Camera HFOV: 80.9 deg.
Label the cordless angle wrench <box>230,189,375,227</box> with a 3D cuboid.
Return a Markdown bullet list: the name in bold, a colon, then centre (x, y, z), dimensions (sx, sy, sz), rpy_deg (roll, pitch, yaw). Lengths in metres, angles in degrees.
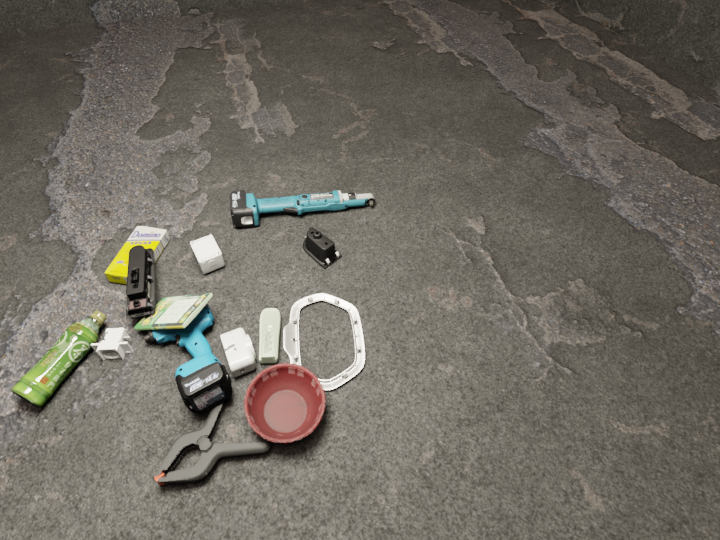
- **cordless angle wrench**: centre (-0.166, -0.197, 1.246), dimensions (0.418, 0.072, 0.102), rpy_deg (-6, 51, -7)

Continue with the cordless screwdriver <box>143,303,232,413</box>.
- **cordless screwdriver**: centre (-0.377, 0.187, 0.914), dimensions (0.157, 0.071, 0.263), rpy_deg (-23, 44, -15)

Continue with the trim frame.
- **trim frame**: centre (-0.085, 0.154, 0.978), dimensions (0.184, 0.026, 0.257), rpy_deg (-5, 52, -2)

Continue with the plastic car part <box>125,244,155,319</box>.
- **plastic car part**: centre (-0.541, 0.016, 1.028), dimensions (0.066, 0.064, 0.212), rpy_deg (-16, 51, -4)

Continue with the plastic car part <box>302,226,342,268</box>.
- **plastic car part**: centre (-0.111, -0.073, 1.139), dimensions (0.065, 0.069, 0.122), rpy_deg (-35, 62, -28)
